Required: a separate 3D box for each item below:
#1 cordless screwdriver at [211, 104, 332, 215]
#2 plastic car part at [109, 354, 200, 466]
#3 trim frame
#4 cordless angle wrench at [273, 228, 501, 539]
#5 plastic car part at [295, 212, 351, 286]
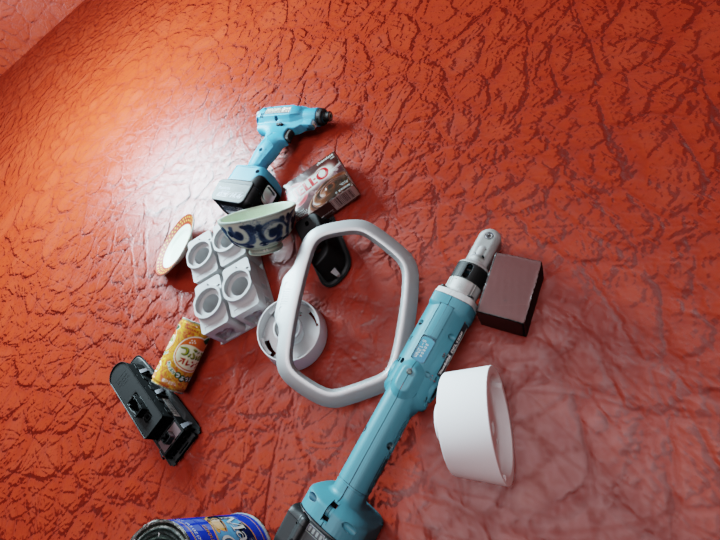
[{"bbox_3d":[-0.154,-0.202,0.768,0.166,0.070,0.251,6,64,29],"label":"cordless screwdriver"},{"bbox_3d":[-0.332,0.204,0.651,0.215,0.063,0.066,31,88,38],"label":"plastic car part"},{"bbox_3d":[-0.021,0.049,0.555,0.187,0.027,0.251,8,76,8],"label":"trim frame"},{"bbox_3d":[0.059,0.126,0.476,0.078,0.093,0.423,24,74,30],"label":"cordless angle wrench"},{"bbox_3d":[-0.062,-0.041,0.635,0.066,0.067,0.122,-32,52,10],"label":"plastic car part"}]
